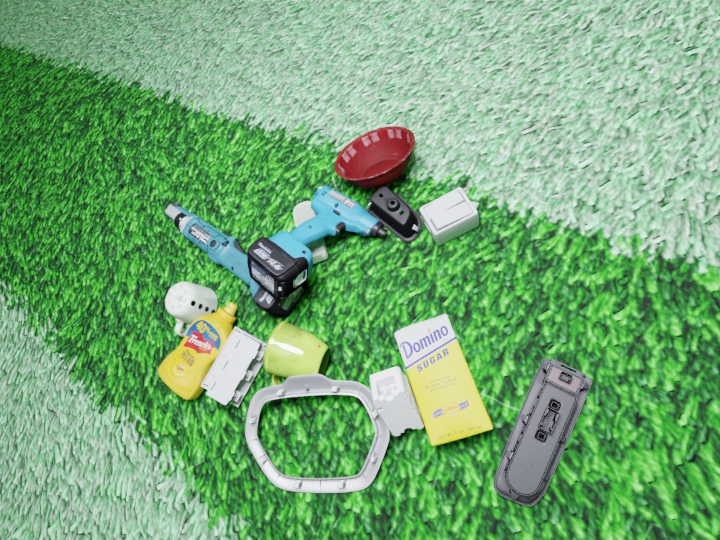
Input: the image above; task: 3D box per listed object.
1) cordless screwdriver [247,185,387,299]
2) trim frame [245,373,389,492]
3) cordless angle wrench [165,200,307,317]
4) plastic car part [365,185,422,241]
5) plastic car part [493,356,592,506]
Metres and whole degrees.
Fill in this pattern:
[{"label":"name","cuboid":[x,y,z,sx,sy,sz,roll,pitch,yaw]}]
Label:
[{"label":"cordless screwdriver","cuboid":[-0.074,-0.049,0.760,0.165,0.072,0.246,31,54,18]},{"label":"trim frame","cuboid":[-0.077,0.261,0.681,0.255,0.026,0.186,-9,81,19]},{"label":"cordless angle wrench","cuboid":[-0.294,-0.047,0.894,0.445,0.070,0.098,31,82,31]},{"label":"plastic car part","cuboid":[0.061,-0.112,0.778,0.066,0.067,0.123,-44,58,0]},{"label":"plastic car part","cuboid":[0.249,0.222,0.575,0.069,0.064,0.203,25,83,19]}]
